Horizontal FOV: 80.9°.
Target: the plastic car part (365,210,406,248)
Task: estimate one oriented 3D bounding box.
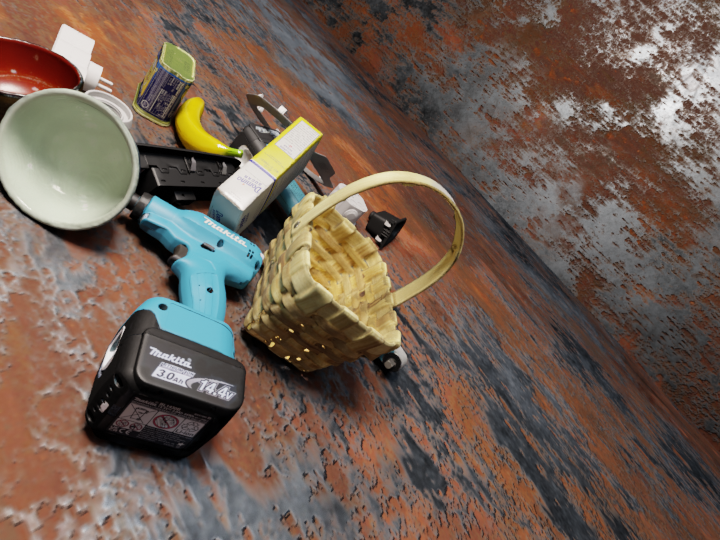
[{"bbox_3d":[0.048,-0.099,0.895,0.072,0.066,0.115,34,22,7],"label":"plastic car part"}]

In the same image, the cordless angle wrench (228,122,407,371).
[{"bbox_3d":[-0.062,-0.041,0.633,0.435,0.075,0.094,56,27,16],"label":"cordless angle wrench"}]

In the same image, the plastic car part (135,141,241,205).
[{"bbox_3d":[-0.216,-0.115,0.524,0.068,0.067,0.197,59,27,3],"label":"plastic car part"}]

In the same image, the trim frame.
[{"bbox_3d":[-0.120,-0.230,0.760,0.193,0.027,0.238,42,-6,24],"label":"trim frame"}]

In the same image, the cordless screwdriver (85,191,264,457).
[{"bbox_3d":[-0.171,0.021,0.380,0.152,0.075,0.258,32,25,-25],"label":"cordless screwdriver"}]
